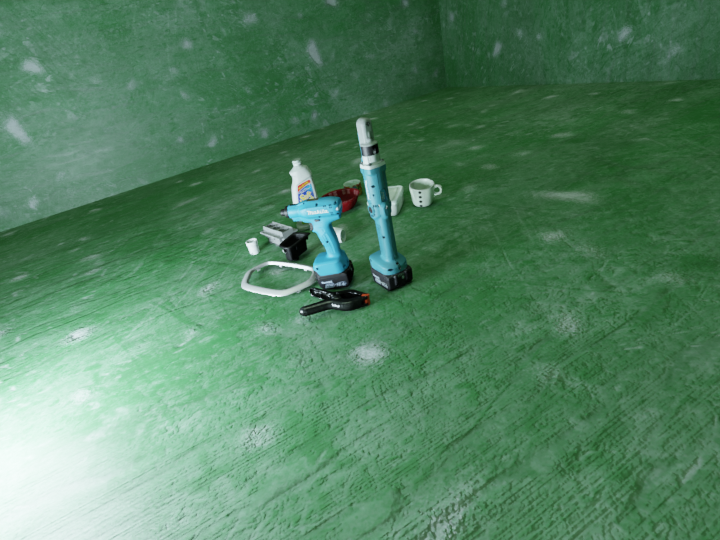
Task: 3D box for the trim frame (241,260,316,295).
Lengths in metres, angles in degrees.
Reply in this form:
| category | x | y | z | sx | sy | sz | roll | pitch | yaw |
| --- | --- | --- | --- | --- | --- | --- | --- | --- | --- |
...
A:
| category | x | y | z | sx | sy | sz | roll | pitch | yaw |
| --- | --- | --- | --- | --- | --- | --- | --- | --- | --- |
| trim frame | -0.234 | 0.019 | 1.229 | 0.260 | 0.026 | 0.182 | 5 | 34 | 32 |

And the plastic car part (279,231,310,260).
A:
| category | x | y | z | sx | sy | sz | roll | pitch | yaw |
| --- | --- | --- | --- | --- | --- | --- | --- | --- | --- |
| plastic car part | -0.207 | -0.069 | 1.329 | 0.069 | 0.068 | 0.115 | 2 | 32 | 27 |

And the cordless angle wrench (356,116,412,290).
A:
| category | x | y | z | sx | sy | sz | roll | pitch | yaw |
| --- | --- | --- | --- | --- | --- | --- | --- | --- | --- |
| cordless angle wrench | 0.045 | -0.152 | 1.009 | 0.073 | 0.409 | 0.103 | -23 | 28 | -21 |

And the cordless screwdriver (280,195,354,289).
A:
| category | x | y | z | sx | sy | sz | roll | pitch | yaw |
| --- | --- | --- | --- | --- | --- | --- | --- | --- | --- |
| cordless screwdriver | -0.108 | -0.071 | 1.109 | 0.163 | 0.241 | 0.075 | -4 | 27 | 17 |
